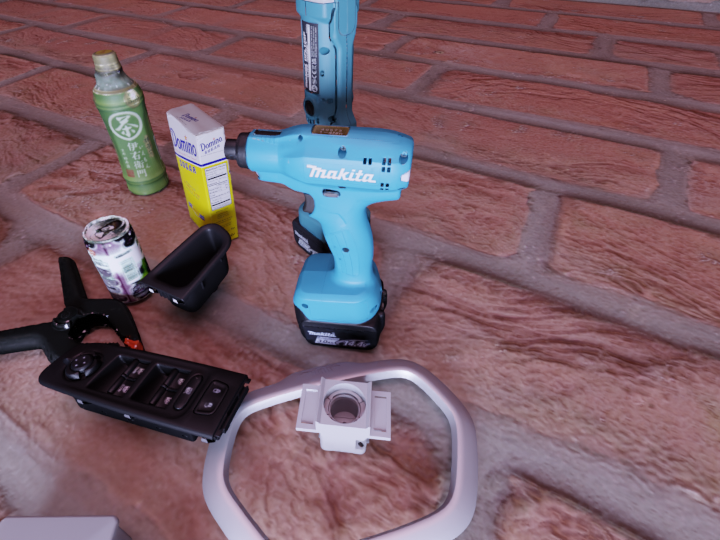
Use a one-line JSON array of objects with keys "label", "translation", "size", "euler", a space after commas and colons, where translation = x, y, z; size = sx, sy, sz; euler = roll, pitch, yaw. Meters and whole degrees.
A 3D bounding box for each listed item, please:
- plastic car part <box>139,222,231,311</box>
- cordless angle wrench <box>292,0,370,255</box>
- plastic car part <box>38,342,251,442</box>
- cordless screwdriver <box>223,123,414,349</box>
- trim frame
[{"label": "plastic car part", "translation": [-0.197, 0.005, 0.519], "size": [0.068, 0.069, 0.116], "euler": [18, 46, 17]}, {"label": "cordless angle wrench", "translation": [-0.034, -0.183, 0.463], "size": [0.073, 0.410, 0.103], "euler": [-30, 52, -30]}, {"label": "plastic car part", "translation": [-0.206, 0.116, 0.404], "size": [0.208, 0.065, 0.067], "euler": [11, 44, 13]}, {"label": "cordless screwdriver", "translation": [-0.041, -0.027, 0.421], "size": [0.162, 0.241, 0.076], "euler": [8, 43, 7]}, {"label": "trim frame", "translation": [-0.015, 0.159, 0.379], "size": [0.245, 0.026, 0.193], "euler": [-13, 45, -11]}]
